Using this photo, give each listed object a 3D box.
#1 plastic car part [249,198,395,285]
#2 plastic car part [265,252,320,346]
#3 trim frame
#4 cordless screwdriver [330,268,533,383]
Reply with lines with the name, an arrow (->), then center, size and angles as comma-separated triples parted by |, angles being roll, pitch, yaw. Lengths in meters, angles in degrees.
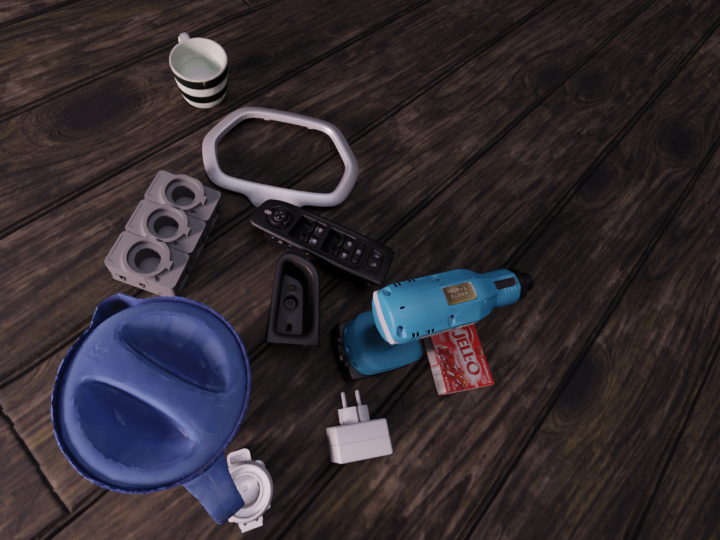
plastic car part -> -0.058, -0.038, 0.598 | 0.203, 0.067, 0.066 | 27, 63, 0
plastic car part -> -0.088, 0.043, 0.551 | 0.065, 0.071, 0.119 | 6, 65, -13
trim frame -> -0.124, -0.178, 0.670 | 0.245, 0.027, 0.188 | 9, 64, -8
cordless screwdriver -> 0.062, 0.061, 0.477 | 0.155, 0.248, 0.076 | -11, 72, -20
